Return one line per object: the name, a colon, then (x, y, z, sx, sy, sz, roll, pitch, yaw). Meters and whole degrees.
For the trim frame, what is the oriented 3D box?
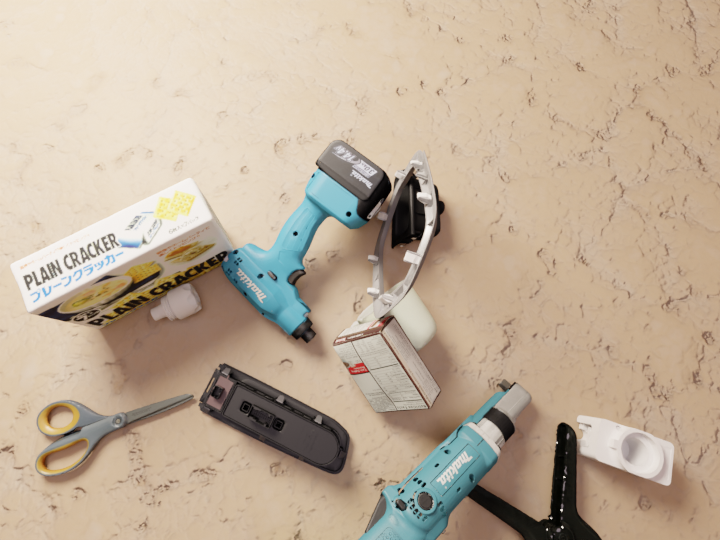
trim frame: (0.047, -0.053, 0.515, 0.027, 0.182, 0.253, 20, 33, -9)

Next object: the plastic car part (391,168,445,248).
plastic car part: (0.088, -0.090, 0.618, 0.069, 0.067, 0.118, 12, 70, -16)

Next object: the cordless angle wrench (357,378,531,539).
cordless angle wrench: (0.061, 0.256, 0.459, 0.414, 0.072, 0.103, -32, 59, -28)

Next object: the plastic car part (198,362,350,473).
plastic car part: (-0.105, 0.186, 0.530, 0.204, 0.066, 0.066, 25, 68, 3)

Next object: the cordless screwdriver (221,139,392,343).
cordless screwdriver: (-0.055, -0.036, 0.557, 0.162, 0.073, 0.249, 44, 99, 9)
